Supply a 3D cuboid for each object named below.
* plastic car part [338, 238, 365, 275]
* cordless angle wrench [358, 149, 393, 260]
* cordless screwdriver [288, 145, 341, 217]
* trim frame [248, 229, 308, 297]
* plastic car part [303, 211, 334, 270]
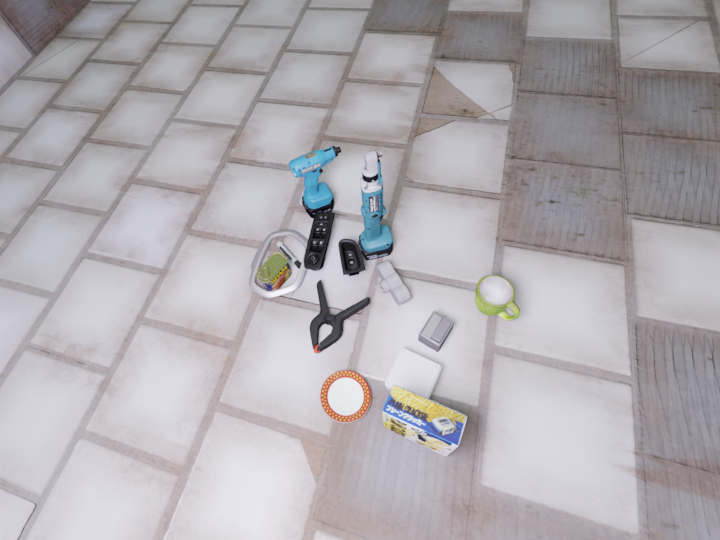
[{"bbox_3d":[-0.028,-0.031,1.259,0.066,0.068,0.121,-13,59,-1],"label":"plastic car part"},{"bbox_3d":[0.034,-0.166,1.129,0.098,0.408,0.077,-12,61,-3],"label":"cordless angle wrench"},{"bbox_3d":[-0.125,-0.279,1.319,0.158,0.240,0.078,-24,62,-8],"label":"cordless screwdriver"},{"bbox_3d":[-0.251,-0.025,1.315,0.189,0.026,0.252,8,61,13],"label":"trim frame"},{"bbox_3d":[-0.128,-0.084,1.308,0.068,0.064,0.206,6,61,10],"label":"plastic car part"}]
